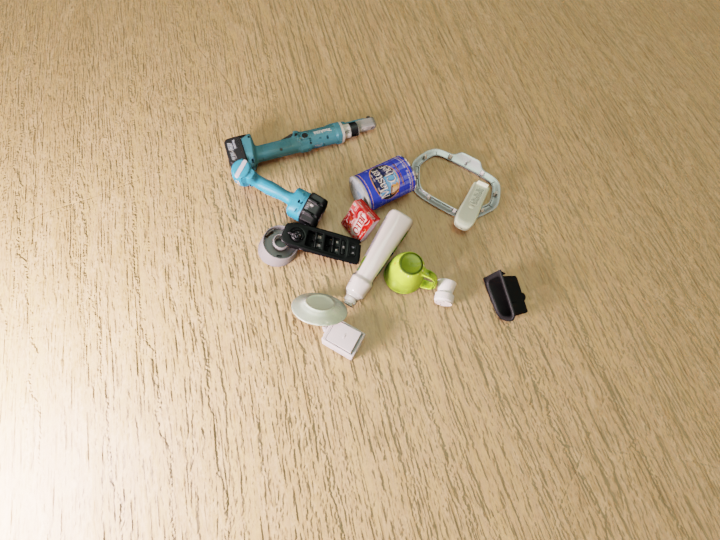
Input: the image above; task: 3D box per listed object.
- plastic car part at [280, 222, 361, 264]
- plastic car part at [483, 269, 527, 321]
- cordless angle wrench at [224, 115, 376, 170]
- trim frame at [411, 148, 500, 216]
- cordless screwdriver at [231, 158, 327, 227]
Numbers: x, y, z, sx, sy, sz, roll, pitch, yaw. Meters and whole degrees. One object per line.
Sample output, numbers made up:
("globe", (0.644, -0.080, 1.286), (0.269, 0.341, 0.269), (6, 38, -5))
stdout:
("plastic car part", (-0.101, -0.066, 1.028), (0.195, 0.069, 0.067), (16, 76, -22))
("plastic car part", (0.351, 0.059, 0.994), (0.069, 0.066, 0.119), (-9, 71, -21))
("cordless angle wrench", (-0.155, -0.357, 1.163), (0.418, 0.073, 0.101), (-17, 70, -9))
("trim frame", (0.252, -0.236, 1.130), (0.255, 0.027, 0.184), (31, 70, 14))
("cordless screwdriver", (-0.209, -0.193, 1.073), (0.247, 0.160, 0.074), (29, 85, -5))
